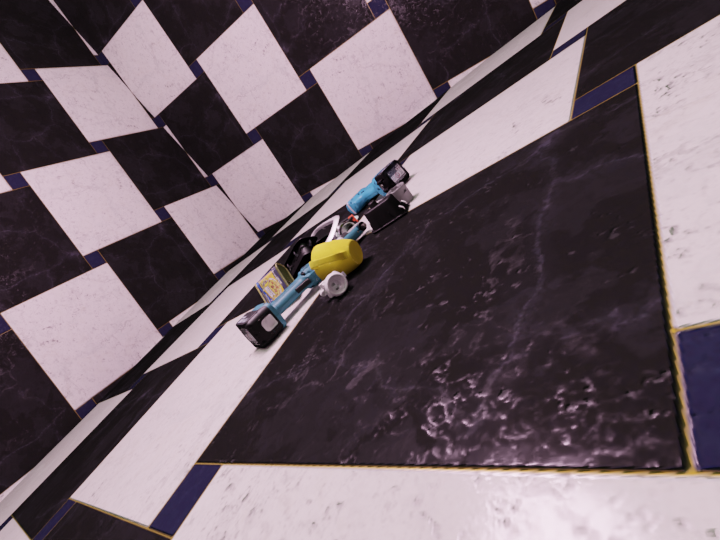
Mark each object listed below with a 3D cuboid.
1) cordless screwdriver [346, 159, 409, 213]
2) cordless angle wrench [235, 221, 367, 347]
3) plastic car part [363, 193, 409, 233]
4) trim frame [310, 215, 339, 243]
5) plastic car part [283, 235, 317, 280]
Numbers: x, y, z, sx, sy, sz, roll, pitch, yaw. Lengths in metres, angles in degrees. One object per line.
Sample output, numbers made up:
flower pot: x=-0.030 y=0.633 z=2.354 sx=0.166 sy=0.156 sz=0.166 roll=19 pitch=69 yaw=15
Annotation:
cordless screwdriver: x=0.062 y=-0.282 z=1.388 sx=0.158 sy=0.073 sz=0.255 roll=-49 pitch=13 yaw=-29
cordless angle wrench: x=-0.122 y=0.012 z=1.039 sx=0.419 sy=0.073 sz=0.101 roll=-47 pitch=14 yaw=-27
plastic car part: x=0.053 y=-0.147 z=1.047 sx=0.119 sy=0.069 sz=0.066 roll=-29 pitch=15 yaw=29
trim frame: x=-0.120 y=-0.078 z=1.227 sx=0.254 sy=0.027 sz=0.185 roll=-17 pitch=50 yaw=66
plastic car part: x=-0.168 y=-0.013 z=1.143 sx=0.202 sy=0.064 sz=0.070 roll=-60 pitch=37 yaw=40
